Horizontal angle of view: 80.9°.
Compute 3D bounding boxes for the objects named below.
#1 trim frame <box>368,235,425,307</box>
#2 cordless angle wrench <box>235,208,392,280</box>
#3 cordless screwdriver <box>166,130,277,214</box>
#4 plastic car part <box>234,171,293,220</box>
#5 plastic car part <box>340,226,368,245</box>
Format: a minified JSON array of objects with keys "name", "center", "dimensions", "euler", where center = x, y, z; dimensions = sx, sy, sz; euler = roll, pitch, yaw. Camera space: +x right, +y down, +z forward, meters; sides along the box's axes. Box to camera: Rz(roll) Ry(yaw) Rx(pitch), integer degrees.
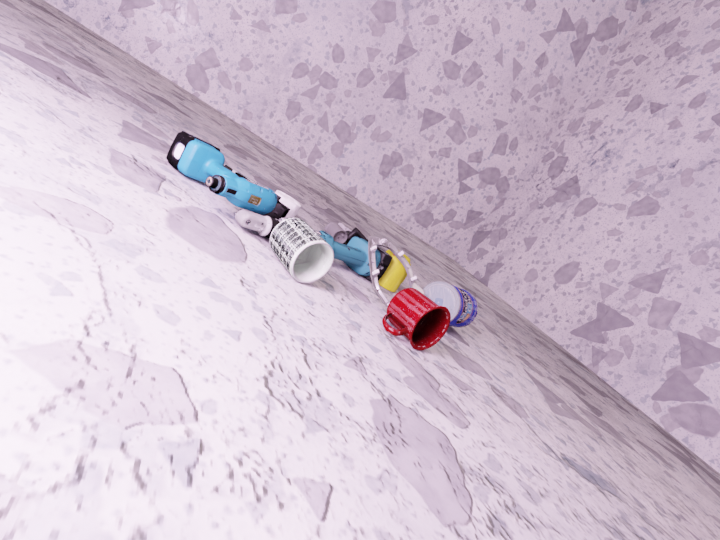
[{"name":"trim frame","center":[0.081,0.020,0.924],"dimensions":[0.176,0.028,0.256],"euler":[38,29,-29]},{"name":"cordless angle wrench","center":[-0.088,-0.057,0.895],"dimensions":[0.400,0.074,0.104],"euler":[16,19,-49]},{"name":"cordless screwdriver","center":[-0.288,-0.192,0.813],"dimensions":[0.262,0.074,0.151],"euler":[35,11,29]},{"name":"plastic car part","center":[-0.222,-0.153,0.939],"dimensions":[0.205,0.067,0.066],"euler":[32,19,4]},{"name":"plastic car part","center":[0.008,-0.054,1.181],"dimensions":[0.123,0.066,0.067],"euler":[48,3,38]}]
